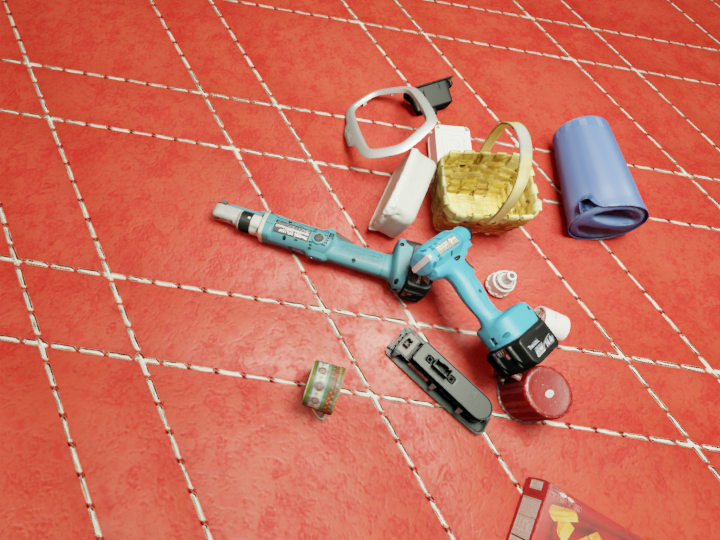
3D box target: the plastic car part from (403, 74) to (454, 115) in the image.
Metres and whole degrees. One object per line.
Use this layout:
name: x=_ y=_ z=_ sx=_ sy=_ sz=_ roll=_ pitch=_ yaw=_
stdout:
plastic car part: x=0.159 y=-0.386 z=0.961 sx=0.115 sy=0.066 sz=0.071 roll=-23 pitch=87 yaw=-12

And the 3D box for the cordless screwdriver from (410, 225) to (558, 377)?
cordless screwdriver: x=0.208 y=0.036 z=0.700 sx=0.155 sy=0.074 sz=0.255 roll=-29 pitch=74 yaw=-39

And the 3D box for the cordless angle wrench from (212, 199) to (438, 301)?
cordless angle wrench: x=-0.077 y=-0.050 z=0.784 sx=0.427 sy=0.073 sz=0.099 roll=17 pitch=65 yaw=5

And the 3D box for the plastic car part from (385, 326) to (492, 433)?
plastic car part: x=0.143 y=0.179 z=0.708 sx=0.207 sy=0.066 sz=0.065 roll=44 pitch=62 yaw=10

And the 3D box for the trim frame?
trim frame: x=0.053 y=-0.314 z=0.884 sx=0.186 sy=0.026 sz=0.259 roll=-21 pitch=50 yaw=7
